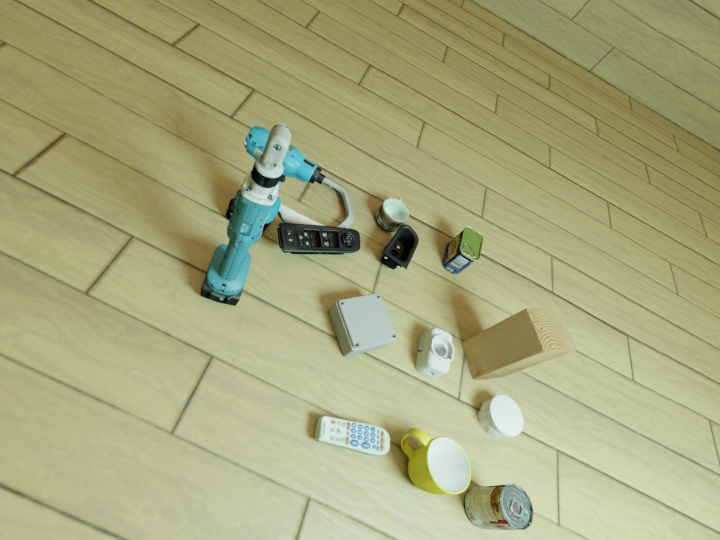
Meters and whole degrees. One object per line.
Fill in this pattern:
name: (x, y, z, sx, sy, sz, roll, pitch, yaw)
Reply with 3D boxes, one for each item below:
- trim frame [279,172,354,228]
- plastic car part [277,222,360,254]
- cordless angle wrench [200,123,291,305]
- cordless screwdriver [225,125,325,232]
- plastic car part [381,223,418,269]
trim frame: (-0.127, -0.175, 1.025, 0.246, 0.027, 0.186, 26, 52, -6)
plastic car part: (-0.092, -0.060, 0.940, 0.196, 0.067, 0.068, -2, 62, -25)
cordless angle wrench: (-0.185, -0.069, 0.678, 0.072, 0.425, 0.100, 19, 55, -17)
cordless screwdriver: (-0.177, -0.161, 0.852, 0.158, 0.250, 0.075, 33, 52, -6)
plastic car part: (0.089, -0.048, 1.010, 0.066, 0.071, 0.116, 35, 52, -3)
